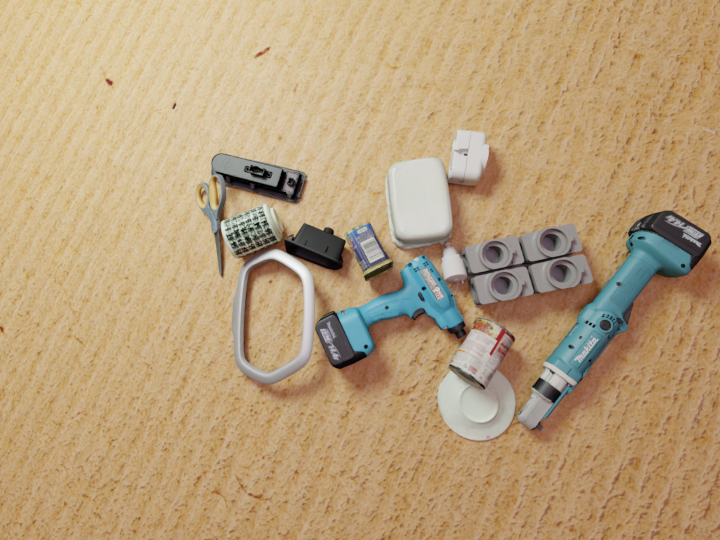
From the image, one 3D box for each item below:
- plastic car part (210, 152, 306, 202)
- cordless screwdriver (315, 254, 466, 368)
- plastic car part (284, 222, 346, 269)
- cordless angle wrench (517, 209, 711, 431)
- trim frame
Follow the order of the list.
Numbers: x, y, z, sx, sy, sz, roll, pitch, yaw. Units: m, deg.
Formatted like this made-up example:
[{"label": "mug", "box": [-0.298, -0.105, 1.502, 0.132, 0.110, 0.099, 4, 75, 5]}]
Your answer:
[{"label": "plastic car part", "box": [-0.217, -0.193, 0.850, 0.208, 0.065, 0.066, 16, 91, 12]}, {"label": "cordless screwdriver", "box": [0.053, 0.098, 0.755, 0.248, 0.073, 0.162, -30, 79, -2]}, {"label": "plastic car part", "box": [-0.079, -0.052, 0.809, 0.118, 0.064, 0.071, 19, 70, 6]}, {"label": "cordless angle wrench", "box": [0.401, 0.091, 0.709, 0.100, 0.073, 0.423, 38, 90, 10]}, {"label": "trim frame", "box": [-0.168, 0.083, 0.788, 0.190, 0.026, 0.250, -3, 81, 22]}]
